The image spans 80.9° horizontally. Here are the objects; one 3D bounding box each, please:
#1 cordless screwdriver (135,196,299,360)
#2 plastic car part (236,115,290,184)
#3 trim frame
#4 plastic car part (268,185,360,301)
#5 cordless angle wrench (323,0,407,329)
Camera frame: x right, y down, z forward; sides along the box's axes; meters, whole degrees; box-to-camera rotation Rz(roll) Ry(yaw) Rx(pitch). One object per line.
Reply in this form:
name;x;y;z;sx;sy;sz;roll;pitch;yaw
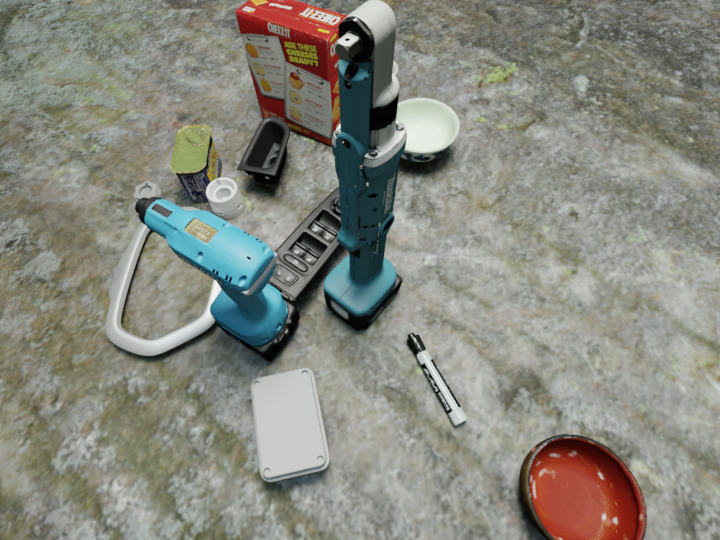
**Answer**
cordless screwdriver;-0.158;0.013;0.495;0.164;0.241;0.074;29;66;15
plastic car part;-0.150;-0.190;0.707;0.067;0.069;0.118;12;63;8
trim frame;-0.285;0.006;0.632;0.185;0.026;0.255;-2;61;3
plastic car part;-0.060;-0.039;0.617;0.069;0.065;0.202;29;67;16
cordless angle wrench;0.005;-0.057;0.424;0.077;0.410;0.097;37;68;17
